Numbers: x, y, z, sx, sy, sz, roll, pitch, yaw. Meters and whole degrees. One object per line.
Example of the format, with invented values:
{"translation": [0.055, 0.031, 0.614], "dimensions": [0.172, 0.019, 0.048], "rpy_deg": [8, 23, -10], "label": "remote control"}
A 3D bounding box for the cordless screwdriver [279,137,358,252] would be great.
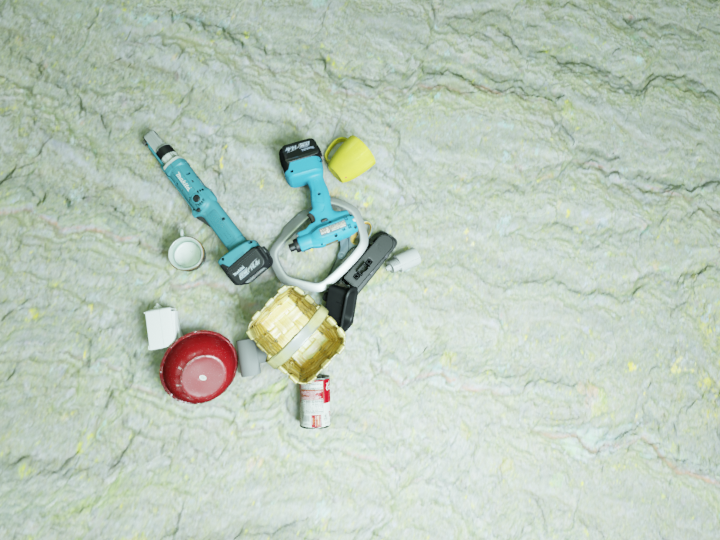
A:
{"translation": [-0.125, -0.168, 0.966], "dimensions": [0.158, 0.073, 0.254], "rpy_deg": [-22, 76, -6], "label": "cordless screwdriver"}

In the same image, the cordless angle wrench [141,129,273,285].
{"translation": [-0.359, -0.156, 0.954], "dimensions": [0.098, 0.073, 0.429], "rpy_deg": [-39, 82, 5], "label": "cordless angle wrench"}

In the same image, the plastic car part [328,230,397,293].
{"translation": [0.011, -0.016, 0.981], "dimensions": [0.067, 0.066, 0.202], "rpy_deg": [39, 75, 5], "label": "plastic car part"}

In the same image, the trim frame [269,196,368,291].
{"translation": [-0.096, -0.062, 0.977], "dimensions": [0.188, 0.027, 0.247], "rpy_deg": [41, 80, 12], "label": "trim frame"}

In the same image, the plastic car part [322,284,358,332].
{"translation": [-0.050, 0.075, 0.939], "dimensions": [0.074, 0.065, 0.114], "rpy_deg": [17, 119, 22], "label": "plastic car part"}
